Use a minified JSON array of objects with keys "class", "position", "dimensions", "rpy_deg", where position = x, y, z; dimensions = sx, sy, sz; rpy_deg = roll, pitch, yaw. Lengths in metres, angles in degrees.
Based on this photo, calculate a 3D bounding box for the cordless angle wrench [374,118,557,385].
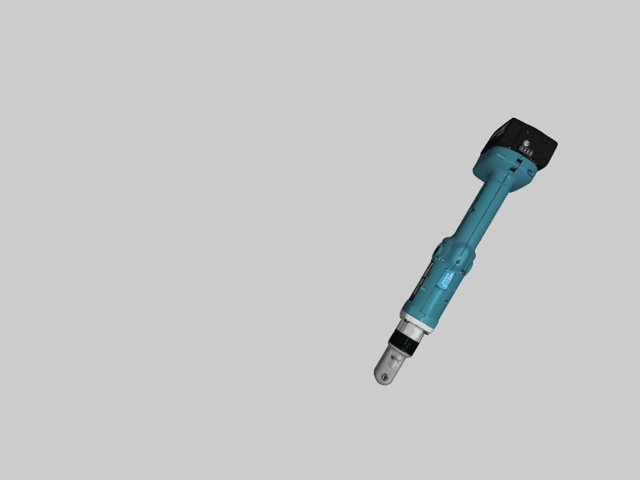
[{"class":"cordless angle wrench","position":[0.194,0.027,0.622],"dimensions":[0.074,0.422,0.098],"rpy_deg":[31,-1,2]}]
